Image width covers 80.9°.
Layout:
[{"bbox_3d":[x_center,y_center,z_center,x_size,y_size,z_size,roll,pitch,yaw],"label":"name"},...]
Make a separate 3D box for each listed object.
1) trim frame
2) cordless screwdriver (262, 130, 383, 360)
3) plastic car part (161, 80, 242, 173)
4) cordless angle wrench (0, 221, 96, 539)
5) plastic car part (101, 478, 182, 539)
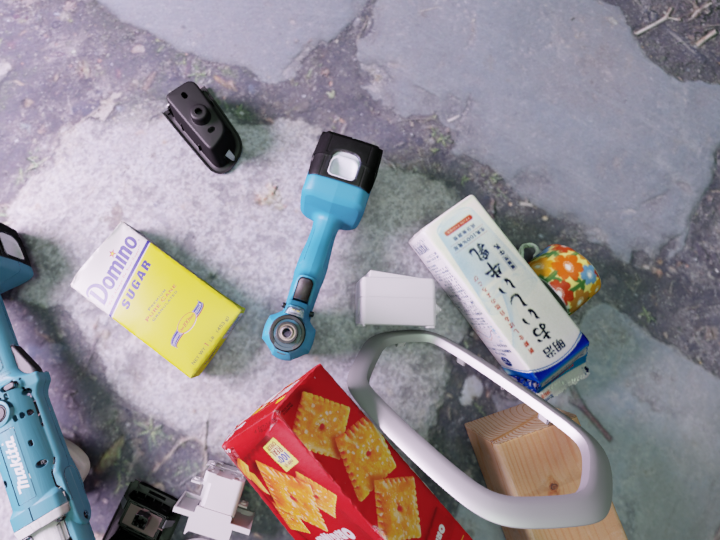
[{"bbox_3d":[0.100,0.130,0.401,0.177,0.263,0.027,-16,123,-38],"label":"trim frame"},{"bbox_3d":[-0.044,-0.029,0.447,0.074,0.158,0.250,18,77,-4],"label":"cordless screwdriver"},{"bbox_3d":[-0.193,-0.183,0.517,0.065,0.070,0.119,-37,81,-8],"label":"plastic car part"},{"bbox_3d":[-0.342,0.138,0.423,0.097,0.073,0.434,-30,76,-9],"label":"cordless angle wrench"},{"bbox_3d":[-0.253,0.331,0.420,0.065,0.068,0.203,25,82,-8],"label":"plastic car part"}]
